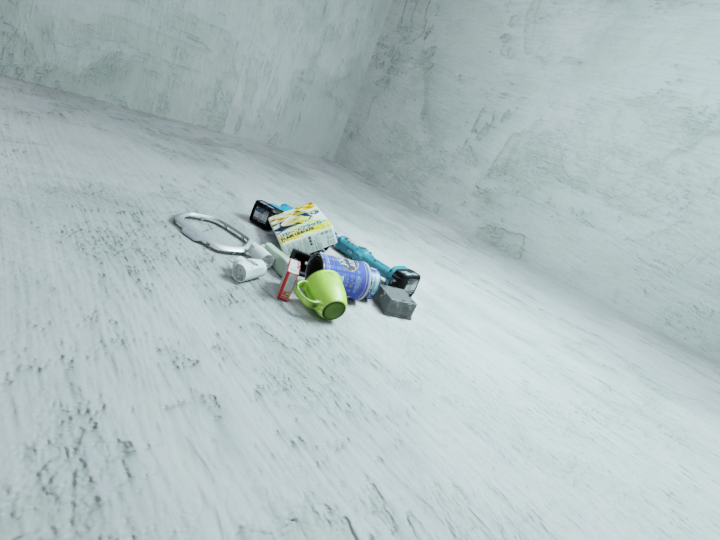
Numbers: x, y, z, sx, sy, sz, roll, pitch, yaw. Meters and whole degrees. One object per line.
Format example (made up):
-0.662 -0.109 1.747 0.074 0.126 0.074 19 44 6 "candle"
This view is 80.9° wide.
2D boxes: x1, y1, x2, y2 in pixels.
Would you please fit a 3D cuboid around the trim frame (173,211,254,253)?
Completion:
-0.405 -0.107 1.173 0.259 0.027 0.177 31 20 23 "trim frame"

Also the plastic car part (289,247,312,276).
-0.149 -0.017 1.162 0.113 0.066 0.073 19 4 -20 "plastic car part"

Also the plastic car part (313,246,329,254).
-0.134 -0.088 1.372 0.067 0.067 0.201 48 18 -3 "plastic car part"

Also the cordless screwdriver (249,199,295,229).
-0.262 -0.183 1.471 0.165 0.074 0.242 27 15 16 "cordless screwdriver"

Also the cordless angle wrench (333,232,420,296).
0.005 -0.049 1.395 0.093 0.074 0.448 3 24 -46 "cordless angle wrench"
